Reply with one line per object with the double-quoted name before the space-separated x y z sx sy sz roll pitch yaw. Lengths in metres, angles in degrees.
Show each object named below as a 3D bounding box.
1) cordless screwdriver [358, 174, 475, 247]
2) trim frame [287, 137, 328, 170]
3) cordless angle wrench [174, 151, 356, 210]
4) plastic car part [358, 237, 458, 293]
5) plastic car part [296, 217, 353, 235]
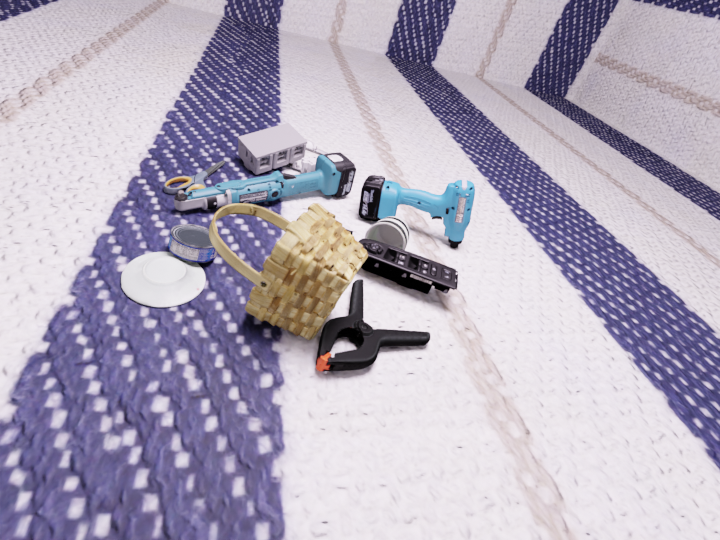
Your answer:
"cordless screwdriver" 0.123 -0.135 0.970 0.255 0.155 0.074 8 31 13
"trim frame" -0.192 -0.334 1.177 0.252 0.027 0.185 19 36 6
"cordless angle wrench" -0.200 -0.185 0.937 0.409 0.096 0.078 -19 50 -32
"plastic car part" 0.080 -0.005 0.815 0.205 0.066 0.066 24 43 4
"plastic car part" -0.081 -0.053 0.833 0.118 0.064 0.072 16 50 4
